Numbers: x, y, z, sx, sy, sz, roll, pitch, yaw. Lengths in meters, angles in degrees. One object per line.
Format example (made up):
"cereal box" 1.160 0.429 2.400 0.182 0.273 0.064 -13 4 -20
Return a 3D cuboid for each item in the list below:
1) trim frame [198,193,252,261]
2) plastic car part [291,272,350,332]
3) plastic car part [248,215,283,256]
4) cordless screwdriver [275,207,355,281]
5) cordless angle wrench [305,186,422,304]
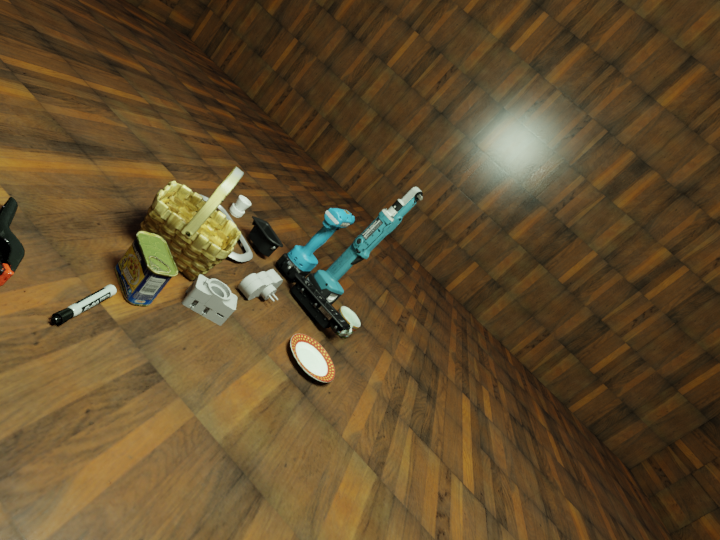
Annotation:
"trim frame" -0.370 -0.113 1.102 0.259 0.028 0.176 50 18 23
"plastic car part" -0.115 0.091 1.114 0.211 0.067 0.063 49 18 20
"plastic car part" -0.274 -0.086 1.180 0.062 0.071 0.122 21 28 -53
"cordless screwdriver" -0.118 -0.077 1.202 0.076 0.250 0.154 48 17 11
"cordless angle wrench" 0.010 -0.071 1.171 0.070 0.425 0.103 24 27 -49
